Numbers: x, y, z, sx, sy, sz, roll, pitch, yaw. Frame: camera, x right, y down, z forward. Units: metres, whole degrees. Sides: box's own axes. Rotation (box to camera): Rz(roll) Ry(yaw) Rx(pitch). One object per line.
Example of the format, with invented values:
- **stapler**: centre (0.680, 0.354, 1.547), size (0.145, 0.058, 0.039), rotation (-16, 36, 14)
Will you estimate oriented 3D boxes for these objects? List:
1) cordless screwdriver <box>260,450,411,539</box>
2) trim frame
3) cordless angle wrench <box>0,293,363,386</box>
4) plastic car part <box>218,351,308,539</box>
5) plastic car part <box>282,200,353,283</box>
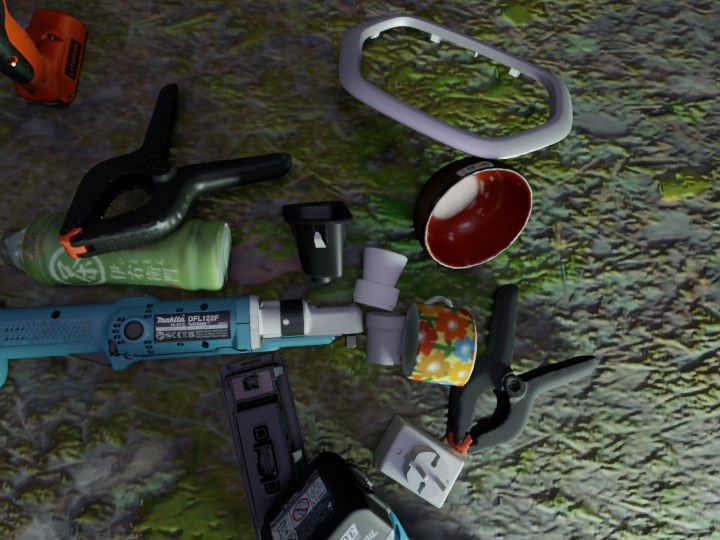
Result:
- **cordless screwdriver**: centre (0.022, 0.277, 0.347), size (0.241, 0.077, 0.159), rotation (42, 82, -18)
- **trim frame**: centre (0.092, -0.196, 0.432), size (0.256, 0.027, 0.183), rotation (30, 63, 16)
- **cordless angle wrench**: centre (-0.207, 0.057, 0.399), size (0.419, 0.074, 0.099), rotation (-3, 84, -5)
- **plastic car part**: centre (-0.080, 0.185, 0.391), size (0.065, 0.068, 0.204), rotation (-13, 86, -14)
- **plastic car part**: centre (-0.039, -0.026, 0.401), size (0.065, 0.120, 0.069), rotation (-6, 109, -7)
